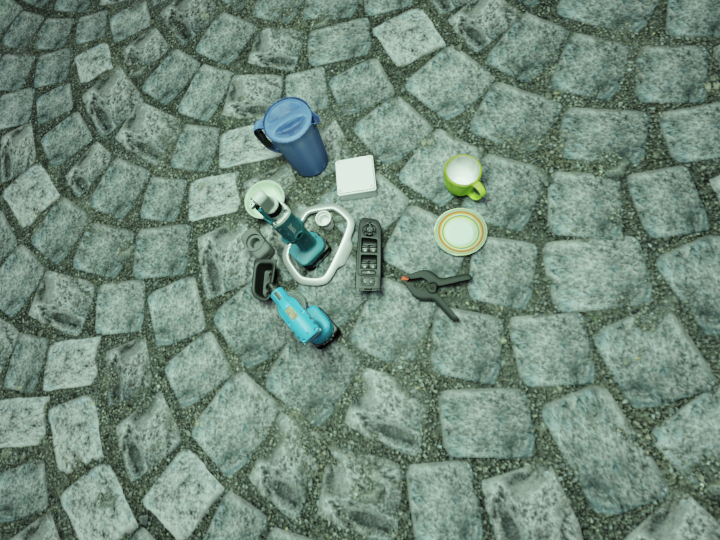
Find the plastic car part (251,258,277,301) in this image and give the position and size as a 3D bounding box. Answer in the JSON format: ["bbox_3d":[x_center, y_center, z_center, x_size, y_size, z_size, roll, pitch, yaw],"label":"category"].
[{"bbox_3d":[-0.260,0.032,1.171,0.067,0.068,0.118,0,74,12],"label":"plastic car part"}]

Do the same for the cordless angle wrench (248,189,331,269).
[{"bbox_3d":[-0.164,-0.097,1.003,0.077,0.408,0.098,42,86,16],"label":"cordless angle wrench"}]

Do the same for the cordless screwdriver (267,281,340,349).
[{"bbox_3d":[-0.138,0.111,1.025,0.074,0.240,0.165,-42,72,-2],"label":"cordless screwdriver"}]

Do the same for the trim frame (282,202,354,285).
[{"bbox_3d":[-0.116,-0.076,1.189,0.191,0.026,0.249,21,80,19],"label":"trim frame"}]

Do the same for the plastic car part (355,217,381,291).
[{"bbox_3d":[0.025,-0.041,1.123,0.068,0.065,0.206,-1,74,11],"label":"plastic car part"}]
